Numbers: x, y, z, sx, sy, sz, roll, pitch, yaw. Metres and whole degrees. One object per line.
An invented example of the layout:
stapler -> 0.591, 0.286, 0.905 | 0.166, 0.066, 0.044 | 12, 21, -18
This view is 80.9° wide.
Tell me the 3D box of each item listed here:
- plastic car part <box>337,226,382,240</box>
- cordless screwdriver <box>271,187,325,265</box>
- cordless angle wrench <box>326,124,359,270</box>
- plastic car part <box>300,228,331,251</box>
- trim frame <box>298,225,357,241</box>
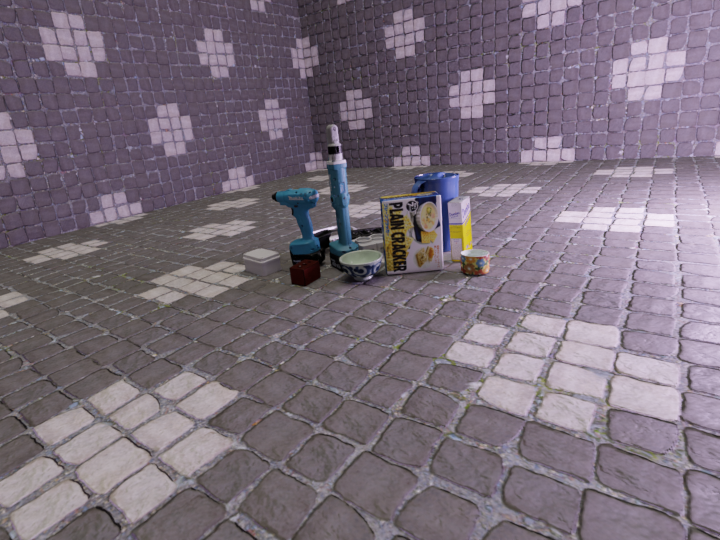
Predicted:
plastic car part -> 0.027, -0.113, 1.457 | 0.198, 0.065, 0.069 | -14, 20, -19
cordless screwdriver -> -0.197, -0.135, 1.329 | 0.166, 0.244, 0.072 | 4, 19, 30
cordless angle wrench -> -0.061, -0.211, 1.241 | 0.072, 0.414, 0.103 | -13, 18, -25
plastic car part -> -0.142, -0.093, 1.451 | 0.113, 0.069, 0.070 | -22, 24, -39
trim frame -> -0.123, -0.141, 1.640 | 0.240, 0.027, 0.194 | -22, 24, -36
